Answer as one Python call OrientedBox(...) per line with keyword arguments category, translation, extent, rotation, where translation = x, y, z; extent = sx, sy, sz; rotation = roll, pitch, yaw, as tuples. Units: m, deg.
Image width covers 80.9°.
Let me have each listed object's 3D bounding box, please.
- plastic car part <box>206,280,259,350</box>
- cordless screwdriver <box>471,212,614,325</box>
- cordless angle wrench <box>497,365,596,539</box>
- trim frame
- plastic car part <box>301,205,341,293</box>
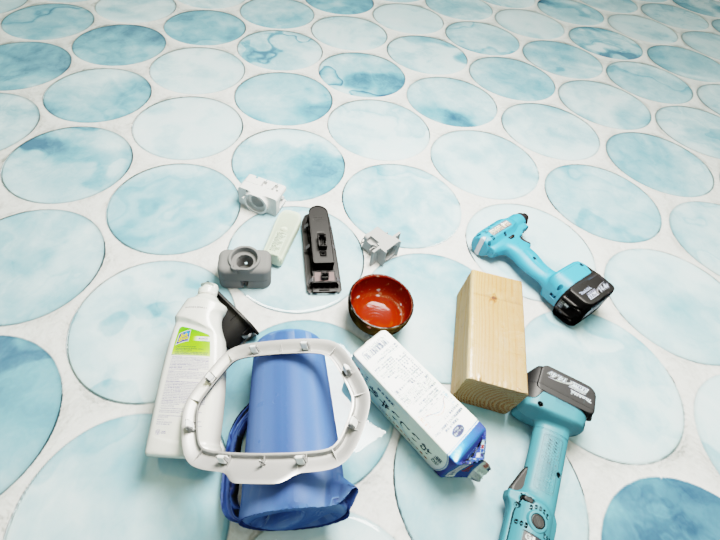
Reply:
OrientedBox(category="plastic car part", translation=(-0.235, 0.086, 0.709), extent=(0.070, 0.064, 0.121), rotation=(-42, 69, -16))
OrientedBox(category="cordless screwdriver", translation=(0.365, -0.020, 0.841), extent=(0.156, 0.072, 0.261), rotation=(-29, 56, -26))
OrientedBox(category="cordless angle wrench", translation=(0.218, 0.327, 0.551), extent=(0.101, 0.072, 0.422), rotation=(24, 55, 12))
OrientedBox(category="trim frame", translation=(-0.111, 0.166, 0.527), extent=(0.253, 0.026, 0.189), rotation=(-6, 49, 12))
OrientedBox(category="plastic car part", translation=(-0.081, -0.053, 0.832), extent=(0.066, 0.065, 0.211), rotation=(-7, 50, -5))
